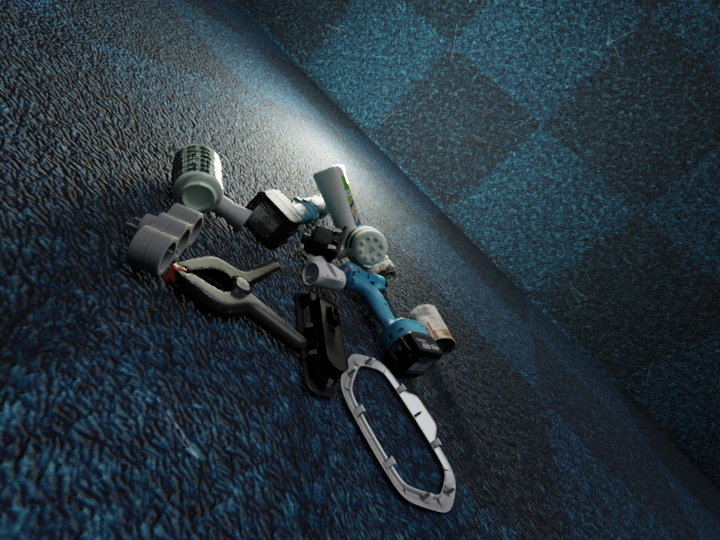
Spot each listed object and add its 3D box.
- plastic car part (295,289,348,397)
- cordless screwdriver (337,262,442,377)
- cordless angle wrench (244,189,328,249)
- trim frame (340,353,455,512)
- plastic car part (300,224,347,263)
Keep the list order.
[{"bbox_3d":[-0.054,0.099,0.641,0.063,0.068,0.210,40,23,-31],"label":"plastic car part"},{"bbox_3d":[0.061,0.089,0.845,0.150,0.075,0.262,17,30,-50],"label":"cordless screwdriver"},{"bbox_3d":[-0.122,-0.136,0.946,0.098,0.075,0.417,45,19,0],"label":"cordless angle wrench"},{"bbox_3d":[0.058,0.231,0.636,0.175,0.028,0.260,13,35,-55],"label":"trim frame"},{"bbox_3d":[-0.082,-0.054,0.840,0.069,0.119,0.066,25,69,-16],"label":"plastic car part"}]
